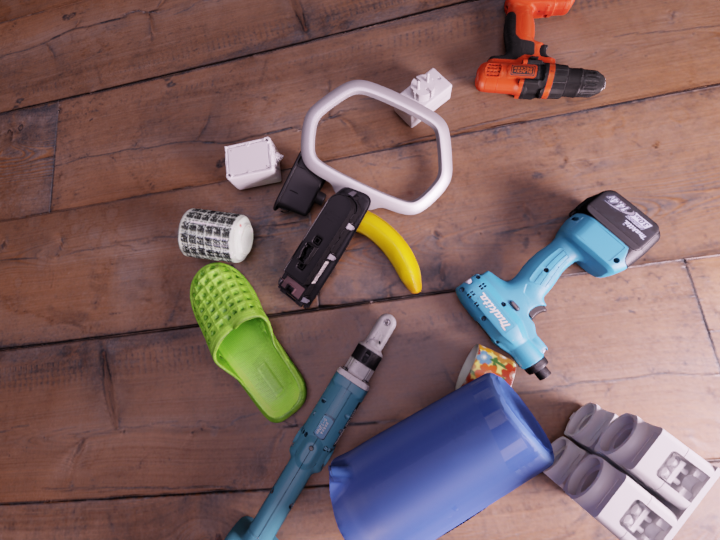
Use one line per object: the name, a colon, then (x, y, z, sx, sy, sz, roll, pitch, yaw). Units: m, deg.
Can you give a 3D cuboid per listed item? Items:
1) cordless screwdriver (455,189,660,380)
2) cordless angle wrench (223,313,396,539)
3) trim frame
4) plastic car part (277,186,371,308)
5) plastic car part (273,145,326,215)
cordless screwdriver: (0.277, 0.019, 0.573, 0.249, 0.072, 0.164, -37, 73, 5)
cordless angle wrench: (-0.065, 0.242, 0.581, 0.076, 0.096, 0.423, 30, 81, 10)
trim frame: (0.026, -0.189, 0.662, 0.247, 0.028, 0.184, 24, 92, -3)
plastic car part: (-0.063, -0.041, 0.643, 0.069, 0.064, 0.203, 37, 97, 24)
plastic car part: (-0.089, -0.138, 0.697, 0.071, 0.066, 0.117, 23, 85, -1)
